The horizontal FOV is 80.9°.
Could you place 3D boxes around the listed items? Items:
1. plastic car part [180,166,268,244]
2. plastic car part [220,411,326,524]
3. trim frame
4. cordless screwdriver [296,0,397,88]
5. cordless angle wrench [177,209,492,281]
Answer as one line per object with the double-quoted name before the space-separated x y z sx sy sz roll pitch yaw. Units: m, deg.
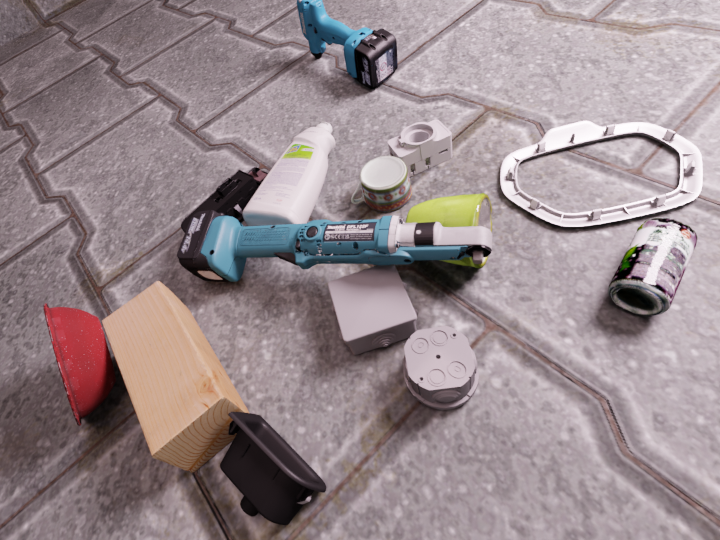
"plastic car part" -0.228 -0.110 0.719 0.069 0.064 0.202 30 70 24
"plastic car part" -0.102 0.212 0.440 0.123 0.062 0.071 34 84 31
"trim frame" 0.324 -0.141 0.581 0.252 0.026 0.191 -14 51 10
"cordless screwdriver" -0.035 -0.471 0.894 0.074 0.154 0.259 -41 68 -12
"cordless angle wrench" -0.054 -0.035 0.555 0.440 0.070 0.099 0 63 27
